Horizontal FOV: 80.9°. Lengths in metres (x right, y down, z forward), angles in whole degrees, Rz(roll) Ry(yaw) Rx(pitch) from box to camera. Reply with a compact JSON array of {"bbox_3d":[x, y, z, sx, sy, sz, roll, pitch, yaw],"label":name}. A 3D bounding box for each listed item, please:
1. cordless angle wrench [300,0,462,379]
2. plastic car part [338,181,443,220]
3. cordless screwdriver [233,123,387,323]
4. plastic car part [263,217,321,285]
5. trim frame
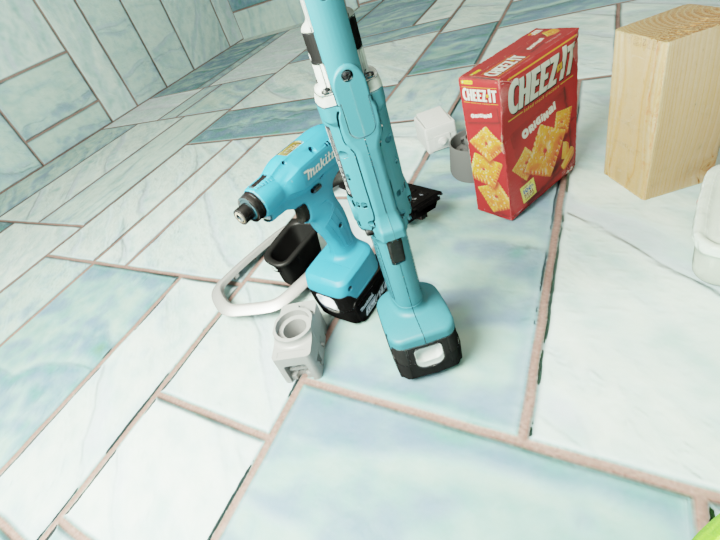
[{"bbox_3d":[0.018,-0.063,0.381,0.075,0.404,0.102,-19,37,2],"label":"cordless angle wrench"},{"bbox_3d":[0.044,-0.119,0.708,0.065,0.064,0.215,-37,41,-20],"label":"plastic car part"},{"bbox_3d":[-0.050,-0.033,0.514,0.078,0.237,0.158,14,49,37],"label":"cordless screwdriver"},{"bbox_3d":[-0.100,-0.023,0.664,0.069,0.068,0.117,3,45,29],"label":"plastic car part"},{"bbox_3d":[-0.135,-0.010,0.699,0.194,0.026,0.246,15,52,38],"label":"trim frame"}]
